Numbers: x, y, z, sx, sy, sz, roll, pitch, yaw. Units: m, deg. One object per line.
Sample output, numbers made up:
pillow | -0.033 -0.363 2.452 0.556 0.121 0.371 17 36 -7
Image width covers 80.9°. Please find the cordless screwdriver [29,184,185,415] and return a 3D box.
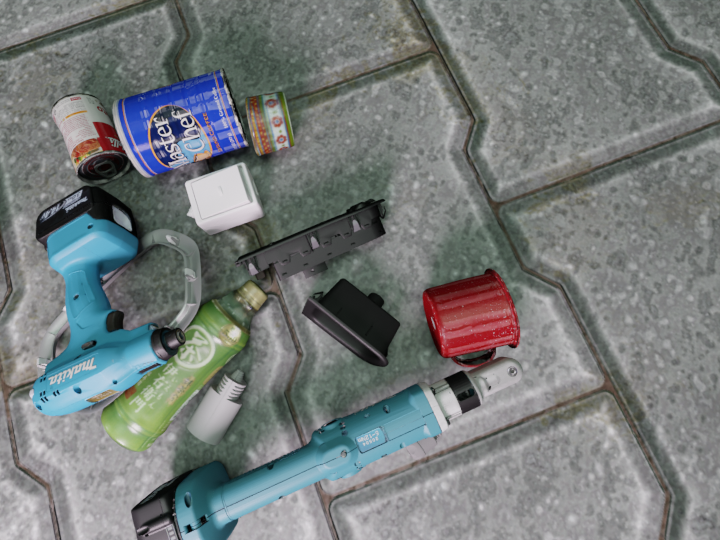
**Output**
cordless screwdriver | -0.283 0.015 0.475 0.160 0.071 0.259 -26 60 6

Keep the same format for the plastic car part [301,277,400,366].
plastic car part | -0.004 0.054 0.509 0.118 0.065 0.071 34 66 5

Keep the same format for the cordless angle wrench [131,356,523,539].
cordless angle wrench | -0.022 0.188 0.448 0.422 0.096 0.076 -24 81 -2

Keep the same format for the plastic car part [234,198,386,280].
plastic car part | -0.052 -0.034 0.527 0.202 0.066 0.067 -27 89 -4

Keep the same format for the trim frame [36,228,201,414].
trim frame | -0.292 0.052 0.509 0.248 0.026 0.194 -47 56 -5
